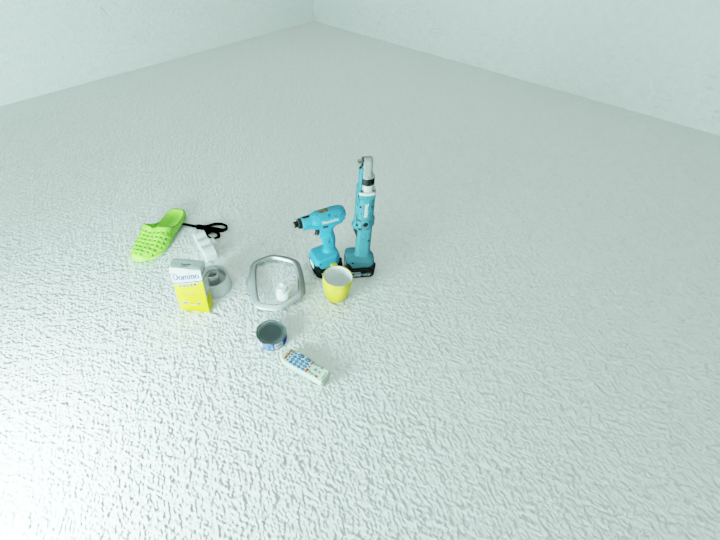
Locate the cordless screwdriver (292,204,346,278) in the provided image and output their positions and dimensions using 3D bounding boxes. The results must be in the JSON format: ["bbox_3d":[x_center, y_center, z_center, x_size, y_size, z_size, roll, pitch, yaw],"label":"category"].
[{"bbox_3d":[-0.127,-0.083,1.300,0.156,0.241,0.078,-16,47,-19],"label":"cordless screwdriver"}]

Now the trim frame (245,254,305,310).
[{"bbox_3d":[-0.270,0.034,1.333,0.182,0.027,0.260,-9,45,-9],"label":"trim frame"}]

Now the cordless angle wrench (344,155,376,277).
[{"bbox_3d":[0.009,-0.150,1.246,0.097,0.410,0.077,-2,44,-7],"label":"cordless angle wrench"}]
